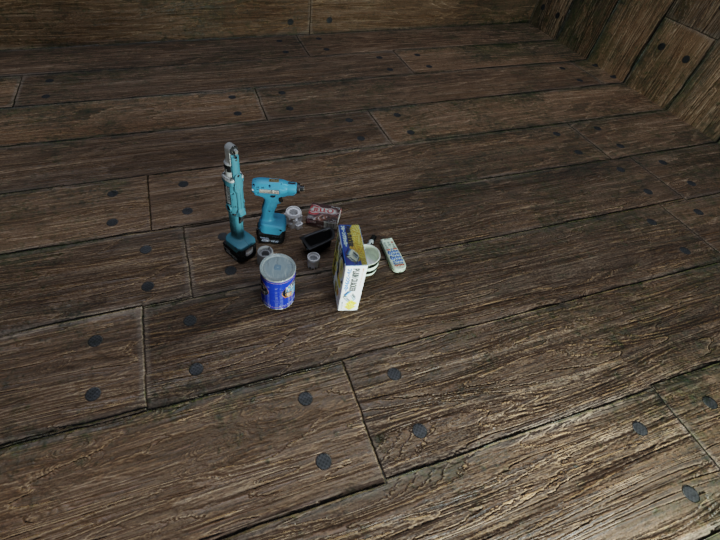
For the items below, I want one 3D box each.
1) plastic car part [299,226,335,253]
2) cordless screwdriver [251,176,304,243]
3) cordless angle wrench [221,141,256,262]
[{"bbox_3d":[-0.137,-0.090,1.401,0.114,0.069,0.069,-23,56,-24],"label":"plastic car part"},{"bbox_3d":[-0.265,-0.194,1.365,0.158,0.243,0.077,5,49,-5],"label":"cordless screwdriver"},{"bbox_3d":[-0.367,-0.194,1.243,0.102,0.413,0.073,38,54,21],"label":"cordless angle wrench"}]
